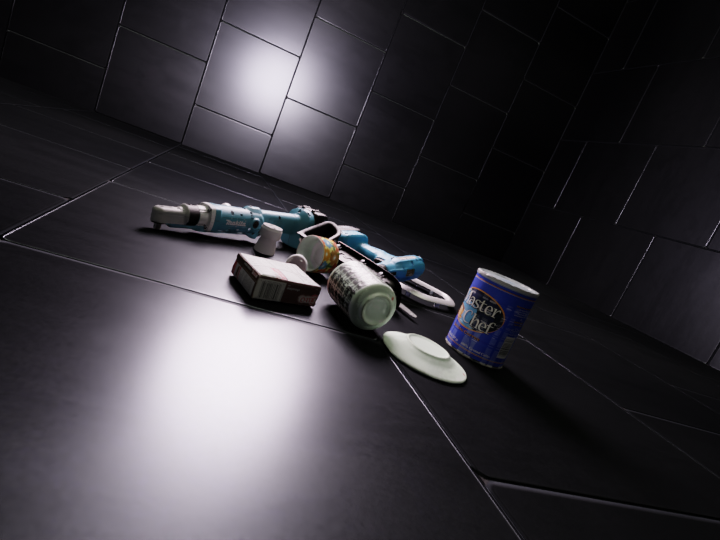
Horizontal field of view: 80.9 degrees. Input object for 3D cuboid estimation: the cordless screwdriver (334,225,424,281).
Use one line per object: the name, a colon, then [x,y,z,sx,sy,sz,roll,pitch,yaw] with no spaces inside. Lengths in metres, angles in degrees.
cordless screwdriver: [0.007,-0.037,0.983,0.263,0.073,0.152,25,21,39]

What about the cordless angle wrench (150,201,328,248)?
cordless angle wrench: [-0.232,-0.101,0.876,0.078,0.097,0.403,25,15,33]

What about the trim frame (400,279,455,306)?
trim frame: [0.115,0.033,1.043,0.261,0.027,0.176,26,13,27]

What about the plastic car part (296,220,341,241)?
plastic car part: [-0.095,-0.062,0.969,0.068,0.070,0.113,35,33,19]

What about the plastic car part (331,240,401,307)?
plastic car part: [-0.001,0.008,0.854,0.064,0.065,0.215,-4,27,-46]
